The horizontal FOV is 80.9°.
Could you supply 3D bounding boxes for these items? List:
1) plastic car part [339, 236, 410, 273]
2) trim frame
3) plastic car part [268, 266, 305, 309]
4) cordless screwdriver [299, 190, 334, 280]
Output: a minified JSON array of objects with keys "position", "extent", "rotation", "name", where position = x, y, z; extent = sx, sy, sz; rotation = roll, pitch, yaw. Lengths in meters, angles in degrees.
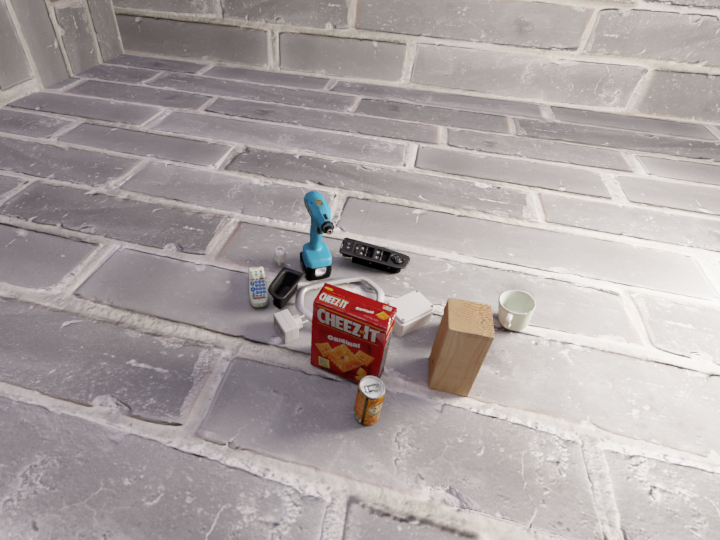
[{"position":[0.040,-0.034,1.235],"extent":[0.207,0.065,0.067],"rotation":[13,41,11],"name":"plastic car part"},{"position":[-0.053,0.078,1.131],"extent":[0.243,0.027,0.194],"rotation":[-12,43,-17],"name":"trim frame"},{"position":[-0.202,0.055,1.117],"extent":[0.068,0.069,0.116],"rotation":[17,43,13],"name":"plastic car part"},{"position":[-0.111,-0.073,1.137],"extent":[0.073,0.242,0.167],"rotation":[-9,43,-18],"name":"cordless screwdriver"}]
